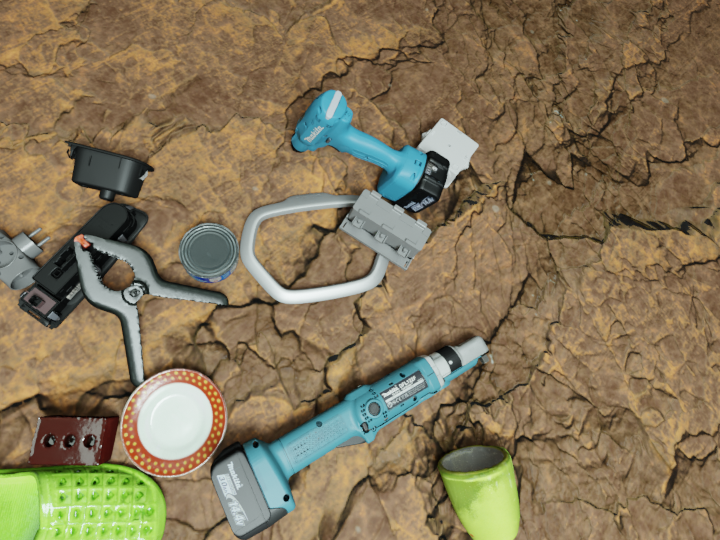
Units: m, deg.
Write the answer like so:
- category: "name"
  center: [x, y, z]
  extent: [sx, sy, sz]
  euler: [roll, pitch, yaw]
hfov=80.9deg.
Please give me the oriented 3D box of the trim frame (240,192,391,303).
- category: "trim frame"
  center: [-0.066, -0.043, 0.671]
  extent: [0.244, 0.027, 0.188]
  euler: [-11, 73, -12]

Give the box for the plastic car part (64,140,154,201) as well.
- category: "plastic car part"
  center: [-0.382, -0.142, 0.638]
  extent: [0.115, 0.067, 0.071]
  euler: [16, 84, -9]

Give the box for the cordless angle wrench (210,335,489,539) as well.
- category: "cordless angle wrench"
  center: [0.010, 0.191, 0.575]
  extent: [0.414, 0.074, 0.100]
  euler: [-25, 78, -20]

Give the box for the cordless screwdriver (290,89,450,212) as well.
- category: "cordless screwdriver"
  center: [0.008, -0.182, 0.690]
  extent: [0.241, 0.163, 0.075]
  euler: [28, 71, -18]

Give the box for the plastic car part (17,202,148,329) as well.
- category: "plastic car part"
  center: [-0.387, -0.023, 0.590]
  extent: [0.067, 0.066, 0.203]
  euler: [30, 65, 7]
